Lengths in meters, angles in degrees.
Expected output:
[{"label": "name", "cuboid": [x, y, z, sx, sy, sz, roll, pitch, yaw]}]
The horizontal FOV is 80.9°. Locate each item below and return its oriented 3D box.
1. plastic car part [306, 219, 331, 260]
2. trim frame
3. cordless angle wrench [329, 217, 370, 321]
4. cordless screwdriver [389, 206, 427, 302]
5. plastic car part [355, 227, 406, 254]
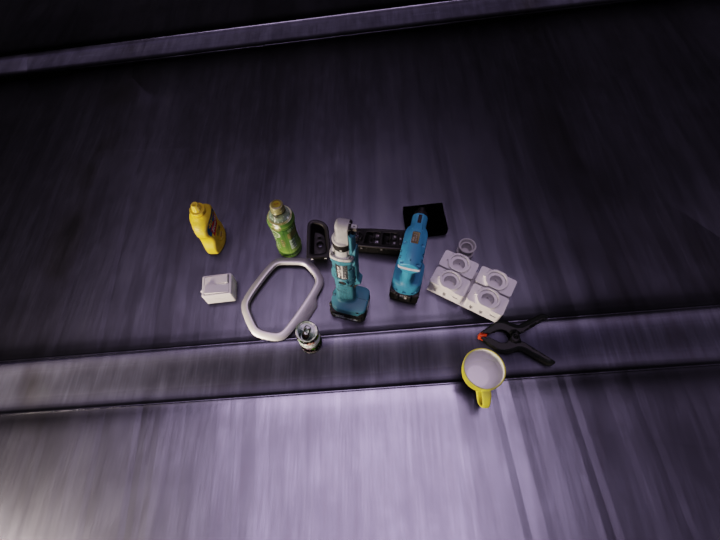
[{"label": "plastic car part", "cuboid": [-0.114, -0.075, 1.170, 0.066, 0.069, 0.120, -5, 62, 1]}, {"label": "trim frame", "cuboid": [-0.207, 0.070, 1.126, 0.191, 0.026, 0.248, 26, 68, 18]}, {"label": "cordless angle wrench", "cuboid": [-0.030, 0.005, 0.924, 0.100, 0.410, 0.075, 13, 65, 8]}, {"label": "cordless screwdriver", "cuboid": [0.123, -0.029, 1.022, 0.076, 0.241, 0.161, 12, 64, 8]}, {"label": "plastic car part", "cuboid": [0.054, -0.077, 1.155, 0.206, 0.065, 0.067, 7, 63, 9]}]
